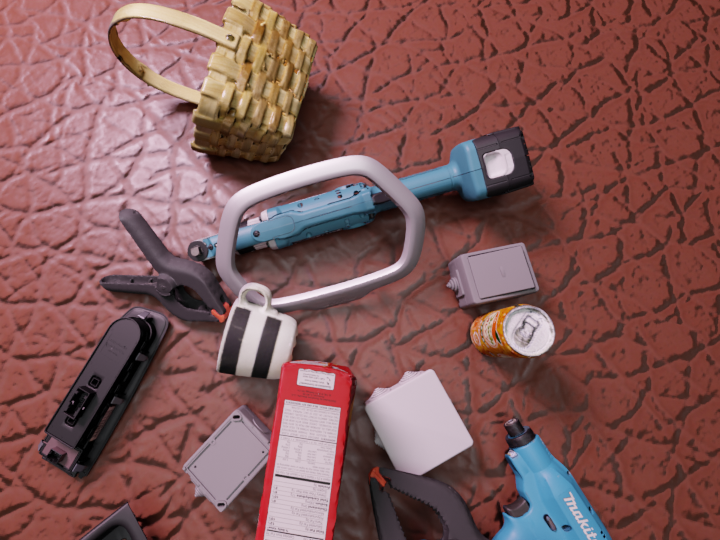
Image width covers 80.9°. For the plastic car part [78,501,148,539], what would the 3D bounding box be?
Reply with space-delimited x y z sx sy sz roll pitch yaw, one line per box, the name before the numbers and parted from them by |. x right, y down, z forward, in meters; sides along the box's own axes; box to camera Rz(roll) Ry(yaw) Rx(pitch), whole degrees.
plastic car part | -0.276 0.307 0.437 0.114 0.071 0.067 -33 80 -25

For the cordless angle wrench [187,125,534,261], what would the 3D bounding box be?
cordless angle wrench | -0.010 -0.081 0.530 0.423 0.099 0.074 -16 96 1

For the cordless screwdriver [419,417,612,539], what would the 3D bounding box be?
cordless screwdriver | 0.125 0.285 0.442 0.246 0.073 0.163 -28 77 -11

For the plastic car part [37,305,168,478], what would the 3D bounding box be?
plastic car part | -0.302 0.132 0.489 0.068 0.065 0.203 24 74 10

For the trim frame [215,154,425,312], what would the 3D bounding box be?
trim frame | -0.048 -0.031 0.490 0.250 0.028 0.178 -17 113 4
